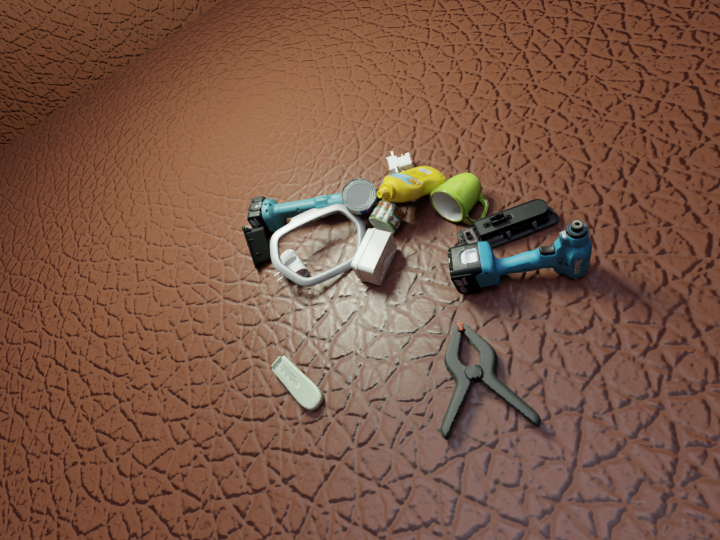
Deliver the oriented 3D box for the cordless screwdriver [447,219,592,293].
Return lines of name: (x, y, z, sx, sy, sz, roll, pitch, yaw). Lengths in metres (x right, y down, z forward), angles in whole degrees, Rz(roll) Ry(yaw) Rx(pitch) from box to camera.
cordless screwdriver: (0.297, -0.027, 0.807, 0.256, 0.151, 0.076, -8, 57, 21)

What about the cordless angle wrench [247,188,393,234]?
cordless angle wrench: (-0.092, -0.171, 1.118, 0.434, 0.093, 0.076, -6, 54, 17)

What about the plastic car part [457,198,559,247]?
plastic car part: (0.314, -0.103, 0.908, 0.205, 0.064, 0.069, -18, 47, 10)

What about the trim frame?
trim frame: (-0.102, -0.067, 1.041, 0.247, 0.027, 0.188, -27, 78, -6)

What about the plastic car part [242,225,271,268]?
plastic car part: (-0.269, -0.072, 1.136, 0.070, 0.115, 0.067, -20, 11, -6)
